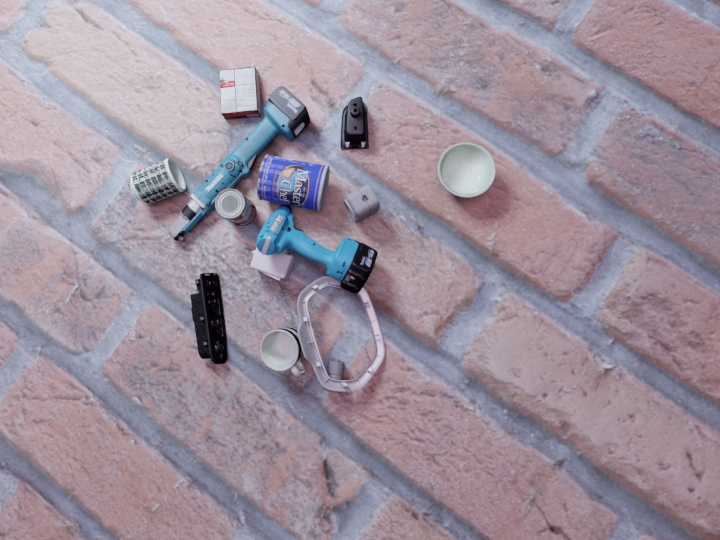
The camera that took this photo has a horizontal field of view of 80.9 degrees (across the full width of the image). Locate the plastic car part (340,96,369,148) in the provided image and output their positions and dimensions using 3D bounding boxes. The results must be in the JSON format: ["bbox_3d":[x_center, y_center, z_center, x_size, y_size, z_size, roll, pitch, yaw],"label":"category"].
[{"bbox_3d":[-0.012,-0.341,0.959,0.066,0.071,0.117,0,88,0],"label":"plastic car part"}]

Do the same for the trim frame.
[{"bbox_3d":[-0.043,0.132,0.905,0.180,0.028,0.251,-14,83,-18],"label":"trim frame"}]

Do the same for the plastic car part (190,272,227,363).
[{"bbox_3d":[-0.340,0.110,0.937,0.068,0.065,0.205,-15,83,10],"label":"plastic car part"}]

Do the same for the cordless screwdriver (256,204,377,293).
[{"bbox_3d":[-0.090,-0.059,0.917,0.247,0.161,0.074,22,128,-4],"label":"cordless screwdriver"}]

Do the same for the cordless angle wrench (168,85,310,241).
[{"bbox_3d":[-0.290,-0.233,0.969,0.099,0.073,0.423,43,90,5],"label":"cordless angle wrench"}]
